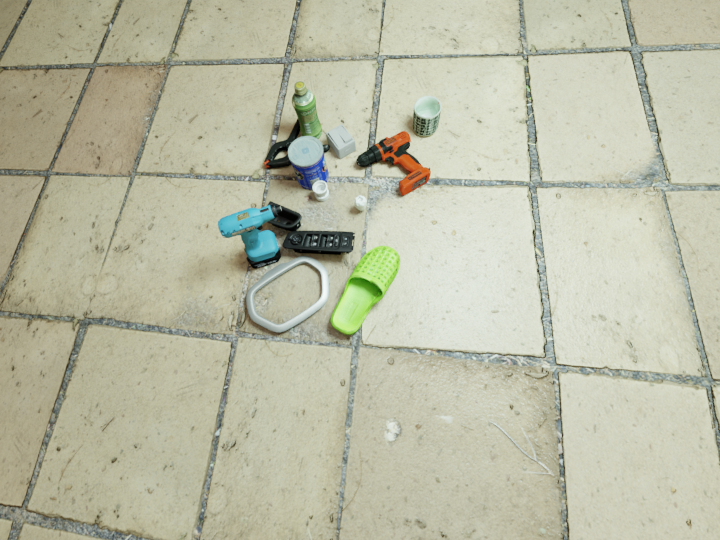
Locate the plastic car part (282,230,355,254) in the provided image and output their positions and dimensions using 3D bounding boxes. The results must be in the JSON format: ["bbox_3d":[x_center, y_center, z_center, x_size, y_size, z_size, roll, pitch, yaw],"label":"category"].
[{"bbox_3d":[-0.117,-0.077,1.199,0.207,0.065,0.067,5,70,10],"label":"plastic car part"}]

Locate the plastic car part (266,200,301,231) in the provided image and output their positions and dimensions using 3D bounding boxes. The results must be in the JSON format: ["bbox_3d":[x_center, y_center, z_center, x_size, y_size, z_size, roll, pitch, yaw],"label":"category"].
[{"bbox_3d":[-0.224,-0.146,1.242,0.120,0.068,0.066,22,73,15],"label":"plastic car part"}]

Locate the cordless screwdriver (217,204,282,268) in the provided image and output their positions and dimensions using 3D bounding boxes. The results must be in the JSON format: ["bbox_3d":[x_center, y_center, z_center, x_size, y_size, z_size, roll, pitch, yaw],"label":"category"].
[{"bbox_3d":[-0.265,-0.095,1.134,0.159,0.241,0.077,-19,70,-2],"label":"cordless screwdriver"}]

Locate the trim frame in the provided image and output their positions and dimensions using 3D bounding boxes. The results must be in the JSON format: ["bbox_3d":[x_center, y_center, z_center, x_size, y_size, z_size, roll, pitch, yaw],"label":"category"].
[{"bbox_3d":[-0.201,0.061,1.176,0.247,0.026,0.191,-35,67,-6],"label":"trim frame"}]
